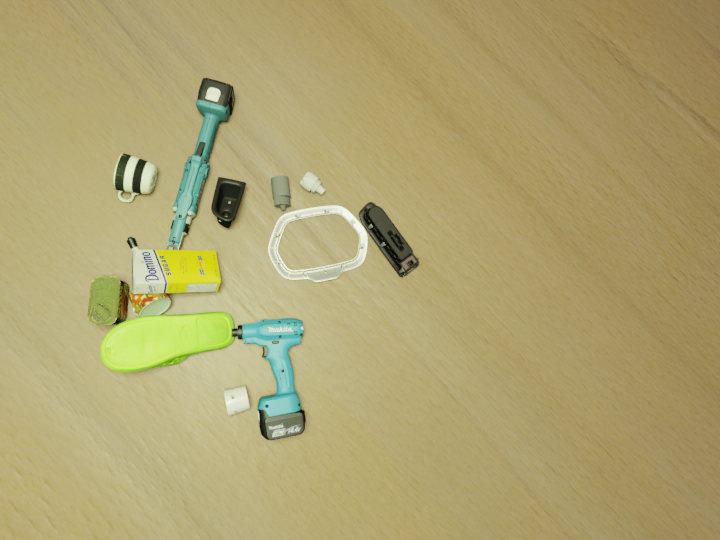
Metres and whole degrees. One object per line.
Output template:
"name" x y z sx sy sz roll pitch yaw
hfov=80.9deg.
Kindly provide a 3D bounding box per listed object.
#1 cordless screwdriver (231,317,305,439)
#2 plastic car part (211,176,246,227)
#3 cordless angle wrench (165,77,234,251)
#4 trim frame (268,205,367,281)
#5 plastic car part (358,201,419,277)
"cordless screwdriver" -0.200 0.232 0.926 0.156 0.075 0.253 -1 76 -14
"plastic car part" -0.313 -0.150 0.989 0.065 0.070 0.119 10 62 -9
"cordless angle wrench" -0.385 -0.238 0.994 0.073 0.099 0.425 14 81 -10
"trim frame" -0.101 -0.066 1.029 0.244 0.028 0.186 -10 81 -13
"plastic car part" 0.070 -0.082 1.043 0.066 0.066 0.205 -36 84 -8
